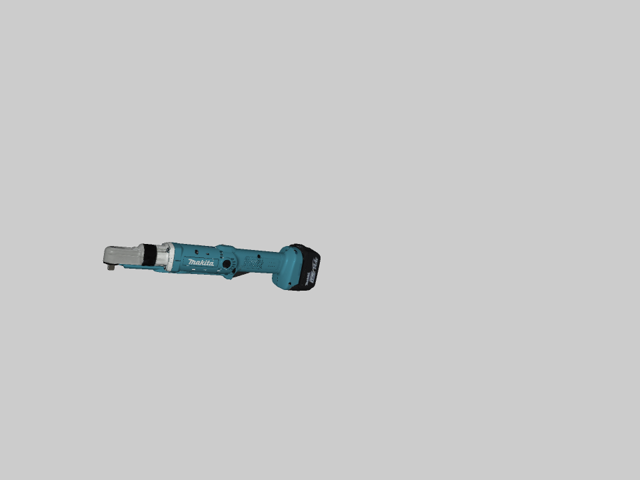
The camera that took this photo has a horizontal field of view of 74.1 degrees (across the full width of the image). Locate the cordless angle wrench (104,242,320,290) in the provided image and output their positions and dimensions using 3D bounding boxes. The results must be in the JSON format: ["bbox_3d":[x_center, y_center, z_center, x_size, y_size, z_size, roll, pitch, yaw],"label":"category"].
[{"bbox_3d":[-0.194,0.042,0.836,0.422,0.098,0.074,7,9,-36],"label":"cordless angle wrench"}]
